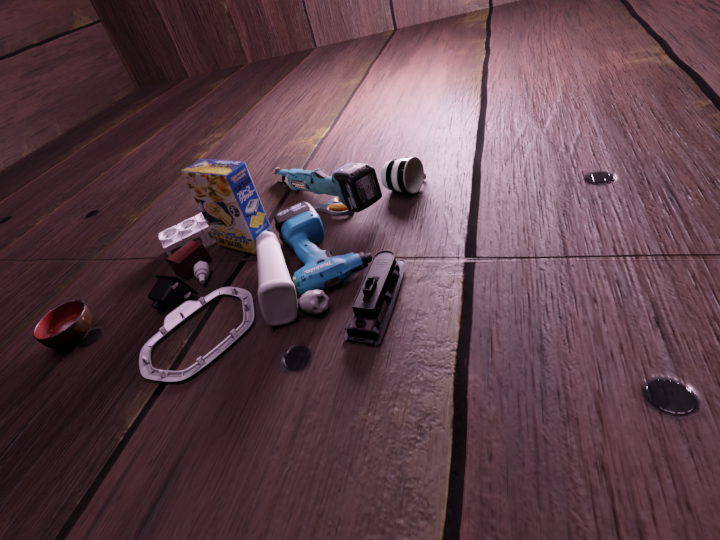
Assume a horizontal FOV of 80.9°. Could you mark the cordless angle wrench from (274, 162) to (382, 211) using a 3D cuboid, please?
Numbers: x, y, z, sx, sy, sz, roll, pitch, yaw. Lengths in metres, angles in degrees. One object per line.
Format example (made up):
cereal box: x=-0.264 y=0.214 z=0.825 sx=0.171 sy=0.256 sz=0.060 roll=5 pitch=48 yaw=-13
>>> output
cordless angle wrench: x=-0.116 y=-0.229 z=1.090 sx=0.073 sy=0.094 sz=0.447 roll=-33 pitch=31 yaw=-25

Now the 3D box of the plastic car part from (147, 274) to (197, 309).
plastic car part: x=-0.419 y=0.052 z=0.912 sx=0.122 sy=0.062 sz=0.071 roll=0 pitch=54 yaw=42

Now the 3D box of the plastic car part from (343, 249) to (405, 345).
plastic car part: x=0.025 y=0.034 z=0.748 sx=0.069 sy=0.064 sz=0.203 roll=-4 pitch=37 yaw=29

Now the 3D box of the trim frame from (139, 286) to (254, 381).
trim frame: x=-0.315 y=0.114 z=0.819 sx=0.195 sy=0.026 sz=0.245 roll=24 pitch=57 yaw=42

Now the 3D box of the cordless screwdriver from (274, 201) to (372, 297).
cordless screwdriver: x=-0.087 y=-0.057 z=0.895 sx=0.158 sy=0.071 sz=0.262 roll=-23 pitch=42 yaw=-6
